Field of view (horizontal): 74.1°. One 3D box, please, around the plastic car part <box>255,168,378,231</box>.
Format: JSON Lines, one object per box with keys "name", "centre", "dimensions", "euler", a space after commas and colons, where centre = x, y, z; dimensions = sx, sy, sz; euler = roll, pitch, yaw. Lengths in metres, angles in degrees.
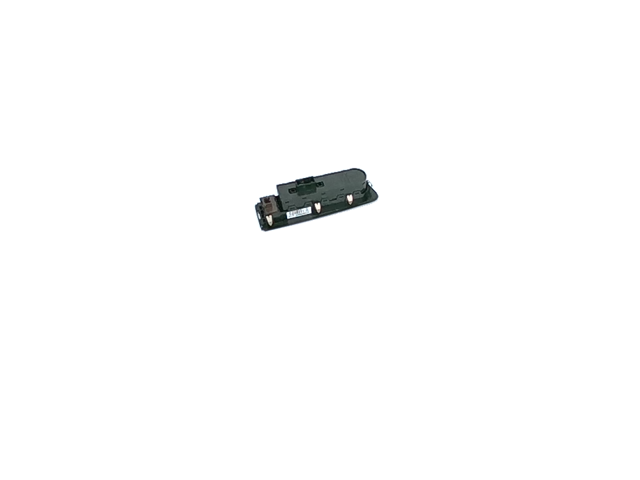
{"name": "plastic car part", "centre": [-0.005, -0.077, 0.697], "dimensions": [0.202, 0.067, 0.066], "euler": [-11, 41, -13]}
